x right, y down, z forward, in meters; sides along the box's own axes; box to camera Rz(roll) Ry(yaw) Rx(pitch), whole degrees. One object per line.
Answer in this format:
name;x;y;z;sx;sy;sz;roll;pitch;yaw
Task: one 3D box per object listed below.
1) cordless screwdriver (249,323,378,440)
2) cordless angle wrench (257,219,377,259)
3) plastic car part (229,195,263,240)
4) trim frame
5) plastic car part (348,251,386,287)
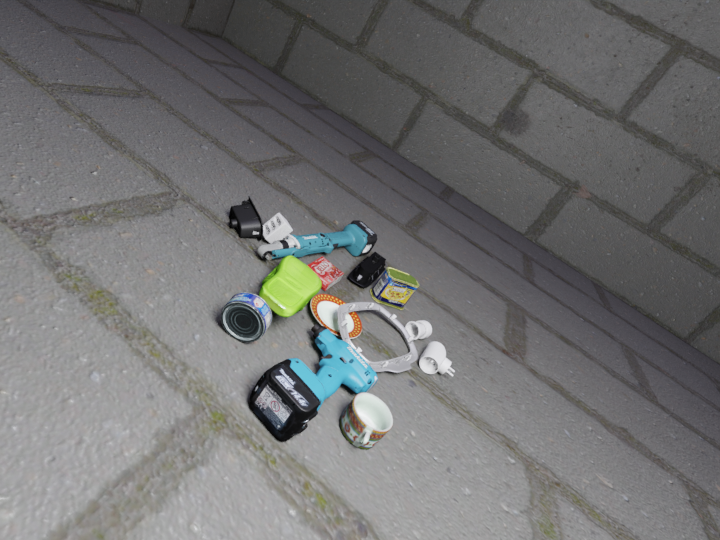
cordless screwdriver;-0.085;0.172;0.727;0.166;0.074;0.239;42;24;22
cordless angle wrench;-0.111;-0.072;1.133;0.102;0.074;0.406;44;31;24
plastic car part;-0.292;-0.124;1.052;0.068;0.065;0.122;-6;46;-30
trim frame;0.042;0.143;0.929;0.236;0.028;0.192;6;44;-52
plastic car part;0.029;-0.008;1.176;0.067;0.067;0.199;42;30;3
